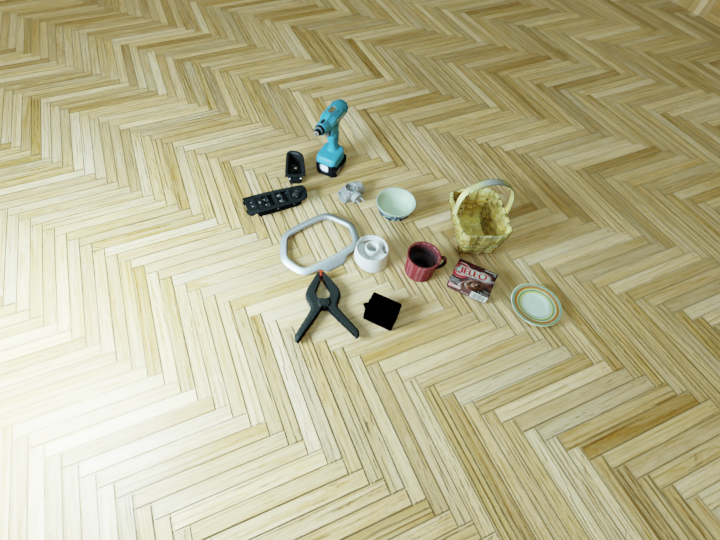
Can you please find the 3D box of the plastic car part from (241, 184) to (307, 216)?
[{"bbox_3d":[-0.259,-0.209,1.309,0.199,0.065,0.069,-21,59,-15],"label":"plastic car part"}]

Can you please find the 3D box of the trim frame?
[{"bbox_3d":[-0.122,-0.080,1.244,0.244,0.027,0.193,-29,60,-19],"label":"trim frame"}]

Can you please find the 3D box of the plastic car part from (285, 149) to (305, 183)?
[{"bbox_3d":[-0.215,-0.331,1.392,0.065,0.069,0.120,-2,56,-5],"label":"plastic car part"}]

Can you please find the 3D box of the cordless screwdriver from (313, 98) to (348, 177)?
[{"bbox_3d":[-0.101,-0.398,1.335,0.076,0.242,0.159,26,58,11],"label":"cordless screwdriver"}]
